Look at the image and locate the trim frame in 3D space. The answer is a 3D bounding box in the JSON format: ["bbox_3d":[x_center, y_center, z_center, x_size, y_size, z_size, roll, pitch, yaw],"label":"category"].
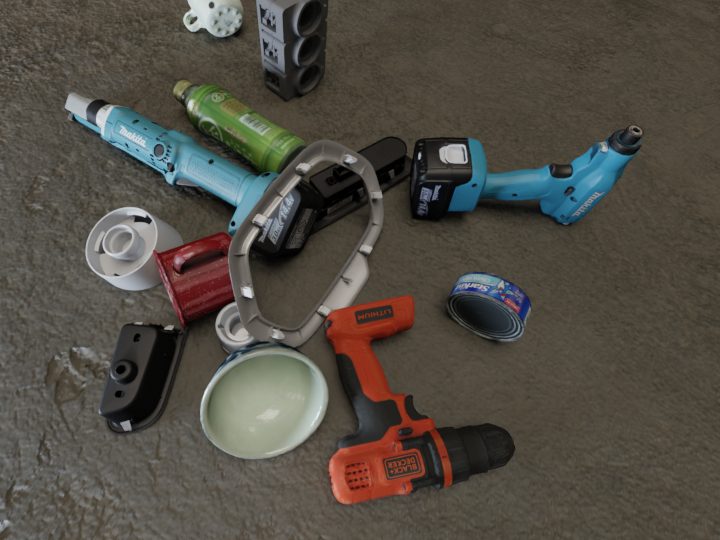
[{"bbox_3d":[-0.046,-0.030,0.472,0.029,0.175,0.248,11,57,40],"label":"trim frame"}]

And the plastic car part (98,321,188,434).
[{"bbox_3d":[-0.230,0.102,0.434,0.066,0.069,0.119,5,59,-2],"label":"plastic car part"}]

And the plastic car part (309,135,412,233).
[{"bbox_3d":[-0.010,-0.130,0.579,0.199,0.065,0.069,-31,63,-21],"label":"plastic car part"}]

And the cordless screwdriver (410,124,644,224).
[{"bbox_3d":[0.193,-0.125,0.531,0.249,0.155,0.076,4,63,0],"label":"cordless screwdriver"}]

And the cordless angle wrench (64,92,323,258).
[{"bbox_3d":[-0.250,-0.153,0.565,0.437,0.072,0.097,29,102,17],"label":"cordless angle wrench"}]
